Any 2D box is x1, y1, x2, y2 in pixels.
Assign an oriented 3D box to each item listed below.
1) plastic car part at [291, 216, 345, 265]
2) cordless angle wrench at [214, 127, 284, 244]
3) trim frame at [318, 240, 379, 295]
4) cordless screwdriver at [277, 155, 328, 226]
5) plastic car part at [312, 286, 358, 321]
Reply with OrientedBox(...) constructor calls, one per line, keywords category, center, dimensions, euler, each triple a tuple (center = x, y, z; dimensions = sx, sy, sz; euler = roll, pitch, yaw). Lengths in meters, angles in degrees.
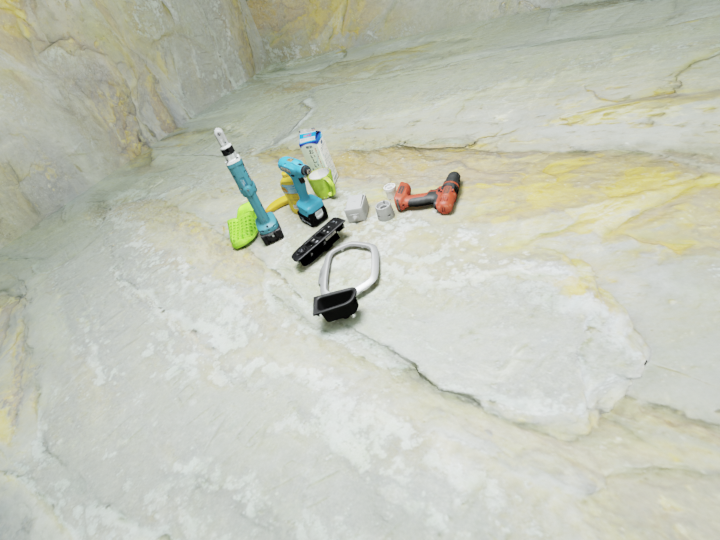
OrientedBox(category="plastic car part", center=(-0.128, -0.084, 1.313), dimensions=(0.201, 0.064, 0.070), euler=(-39, 40, -18))
OrientedBox(category="cordless angle wrench", center=(-0.370, -0.271, 1.384), dimensions=(0.074, 0.404, 0.103), euler=(-25, 36, -4))
OrientedBox(category="trim frame", center=(-0.036, -0.005, 1.201), dimensions=(0.188, 0.026, 0.255), euler=(-14, 39, 14))
OrientedBox(category="cordless screwdriver", center=(-0.178, -0.259, 1.403), dimensions=(0.073, 0.237, 0.168), euler=(-38, 39, -20))
OrientedBox(category="plastic car part", center=(-0.054, 0.094, 1.062), dimensions=(0.118, 0.068, 0.068), euler=(-15, 38, 12))
